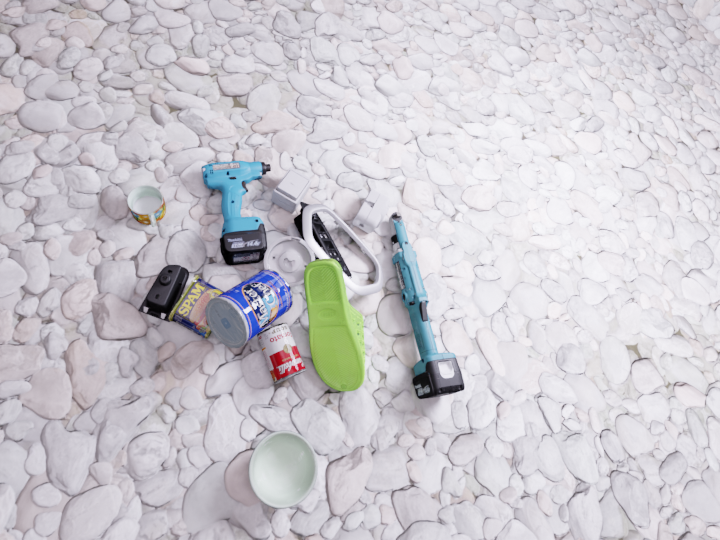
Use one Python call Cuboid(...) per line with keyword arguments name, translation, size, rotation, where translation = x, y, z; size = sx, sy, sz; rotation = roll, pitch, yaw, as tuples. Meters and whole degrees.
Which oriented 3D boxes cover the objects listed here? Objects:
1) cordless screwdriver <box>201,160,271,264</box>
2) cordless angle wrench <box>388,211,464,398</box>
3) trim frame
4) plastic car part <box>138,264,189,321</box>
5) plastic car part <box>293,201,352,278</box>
Cuboid(name="cordless screwdriver", translation=(-0.257, -0.142, 0.948), size=(0.155, 0.074, 0.257), rotation=(-11, 67, -18))
Cuboid(name="cordless angle wrench", translation=(0.122, 0.058, 0.945), size=(0.072, 0.097, 0.436), rotation=(-4, 64, -17))
Cuboid(name="trim frame", translation=(-0.038, -0.047, 0.931), size=(0.246, 0.028, 0.184), rotation=(44, 35, -7))
Cuboid(name="plastic car part", translation=(-0.390, 0.033, 0.844), size=(0.065, 0.071, 0.118), rotation=(21, 68, -8))
Cuboid(name="plastic car part", translation=(-0.093, -0.061, 0.956), size=(0.063, 0.068, 0.207), rotation=(-5, 66, -57))
